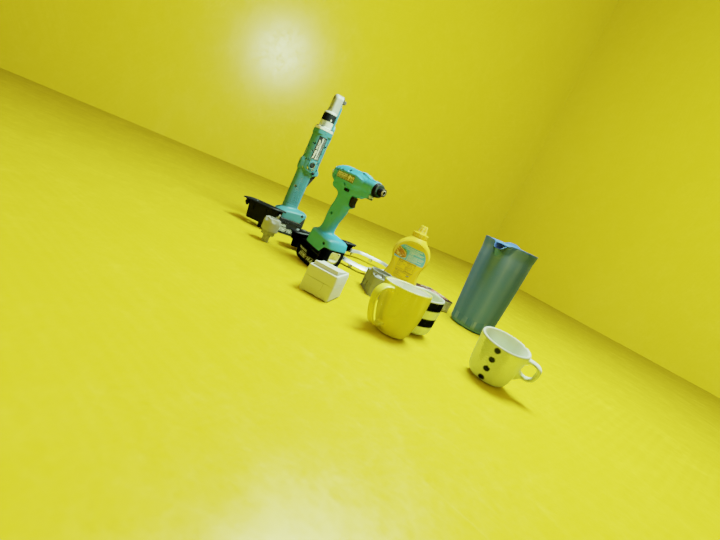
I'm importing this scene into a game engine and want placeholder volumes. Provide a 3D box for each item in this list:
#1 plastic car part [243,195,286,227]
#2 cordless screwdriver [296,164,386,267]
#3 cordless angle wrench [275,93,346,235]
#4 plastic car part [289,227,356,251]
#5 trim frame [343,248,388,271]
[{"bbox_3d":[-0.271,-0.155,1.170,0.121,0.071,0.063,28,10,20],"label":"plastic car part"},{"bbox_3d":[-0.043,-0.110,0.971,0.070,0.248,0.169,15,14,-46],"label":"cordless screwdriver"},{"bbox_3d":[-0.148,-0.305,1.221,0.093,0.421,0.078,20,11,-31],"label":"cordless angle wrench"},{"bbox_3d":[-0.111,-0.072,1.131,0.192,0.067,0.070,16,13,-39],"label":"plastic car part"},{"bbox_3d":[0.011,-0.023,1.269,0.194,0.027,0.236,31,12,33],"label":"trim frame"}]
